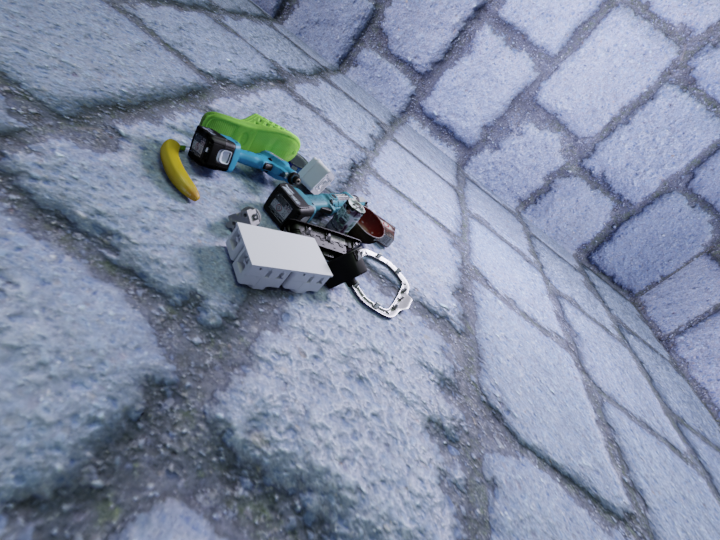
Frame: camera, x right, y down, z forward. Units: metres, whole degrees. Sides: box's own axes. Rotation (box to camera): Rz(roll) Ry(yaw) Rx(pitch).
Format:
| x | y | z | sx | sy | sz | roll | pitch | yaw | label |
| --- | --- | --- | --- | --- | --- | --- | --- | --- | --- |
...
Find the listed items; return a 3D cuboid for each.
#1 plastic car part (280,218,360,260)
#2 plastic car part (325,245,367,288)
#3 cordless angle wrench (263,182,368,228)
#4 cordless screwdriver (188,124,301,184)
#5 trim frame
| x | y | z | sx | sy | sz | roll | pitch | yaw | label |
| --- | --- | --- | --- | --- | --- | --- | --- | --- | --- |
| -0.094 | -0.062 | 0.964 | 0.193 | 0.068 | 0.068 | 21 | 60 | -32 | plastic car part |
| -0.037 | 0.002 | 0.891 | 0.064 | 0.120 | 0.071 | -28 | 95 | -59 | plastic car part |
| -0.087 | -0.177 | 1.124 | 0.101 | 0.075 | 0.409 | 48 | 27 | 12 | cordless angle wrench |
| -0.262 | -0.256 | 0.990 | 0.168 | 0.074 | 0.236 | 36 | 20 | 34 | cordless screwdriver |
| 0.048 | 0.023 | 1.034 | 0.186 | 0.028 | 0.245 | 41 | 27 | 2 | trim frame |
